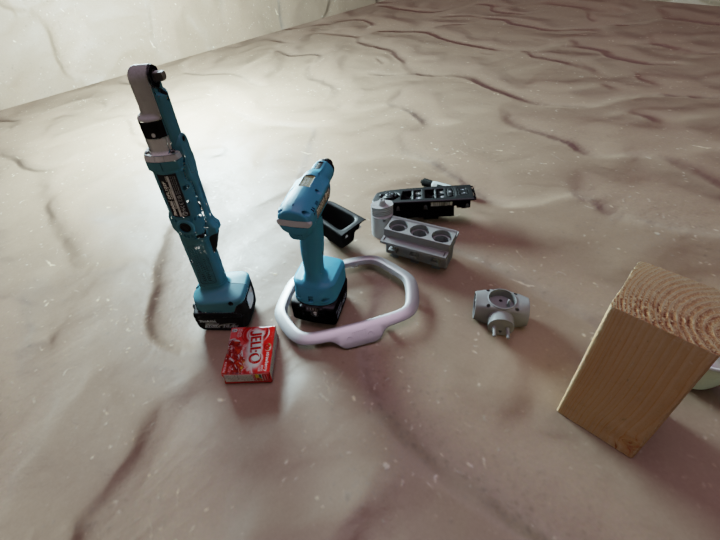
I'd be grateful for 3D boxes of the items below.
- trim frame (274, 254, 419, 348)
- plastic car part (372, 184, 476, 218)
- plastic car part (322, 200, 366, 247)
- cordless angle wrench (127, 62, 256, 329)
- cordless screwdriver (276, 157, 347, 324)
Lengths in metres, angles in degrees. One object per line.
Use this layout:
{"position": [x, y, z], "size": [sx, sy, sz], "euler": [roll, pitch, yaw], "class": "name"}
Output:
{"position": [-0.024, 0.048, 0.719], "size": [0.246, 0.026, 0.193], "euler": [-14, 43, -7], "class": "trim frame"}
{"position": [0.127, -0.139, 0.873], "size": [0.207, 0.064, 0.067], "euler": [2, 42, 11], "class": "plastic car part"}
{"position": [-0.053, -0.087, 0.840], "size": [0.065, 0.068, 0.123], "euler": [-35, 49, -29], "class": "plastic car part"}
{"position": [-0.239, -0.076, 0.604], "size": [0.099, 0.408, 0.076], "euler": [0, 42, 5], "class": "cordless angle wrench"}
{"position": [-0.065, -0.043, 0.666], "size": [0.076, 0.240, 0.161], "euler": [7, 43, 12], "class": "cordless screwdriver"}
